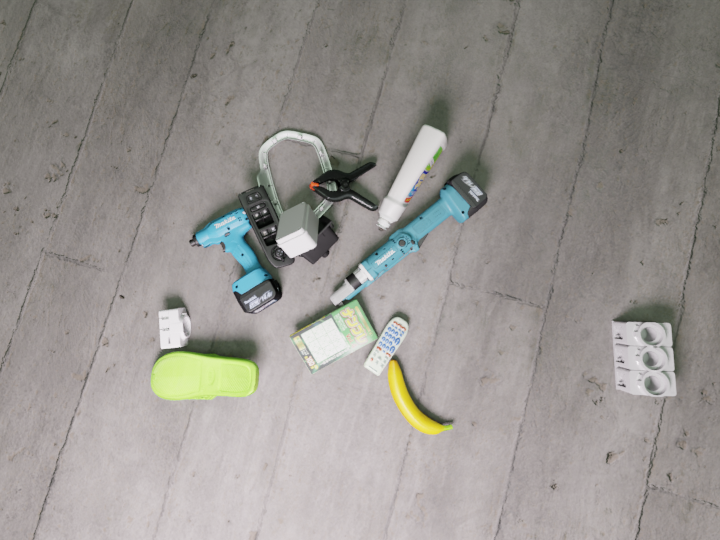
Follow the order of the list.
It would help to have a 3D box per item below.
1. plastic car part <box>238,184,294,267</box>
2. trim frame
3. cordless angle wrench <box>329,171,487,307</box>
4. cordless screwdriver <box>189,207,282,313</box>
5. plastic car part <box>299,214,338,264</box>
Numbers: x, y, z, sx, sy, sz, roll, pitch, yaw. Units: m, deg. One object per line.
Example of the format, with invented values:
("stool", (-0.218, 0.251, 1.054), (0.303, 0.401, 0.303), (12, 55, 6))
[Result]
("plastic car part", (-0.224, -0.097, 1.011), (0.065, 0.068, 0.205), (-25, 85, -21))
("trim frame", (-0.161, -0.231, 1.046), (0.185, 0.027, 0.251), (-16, 84, 4))
("cordless angle wrench", (0.097, -0.061, 0.982), (0.423, 0.073, 0.099), (-39, 84, 1))
("cordless screwdriver", (-0.298, -0.013, 1.008), (0.159, 0.073, 0.254), (-27, 78, 1))
("plastic car part", (-0.098, -0.064, 1.003), (0.068, 0.069, 0.116), (40, 90, -27))
